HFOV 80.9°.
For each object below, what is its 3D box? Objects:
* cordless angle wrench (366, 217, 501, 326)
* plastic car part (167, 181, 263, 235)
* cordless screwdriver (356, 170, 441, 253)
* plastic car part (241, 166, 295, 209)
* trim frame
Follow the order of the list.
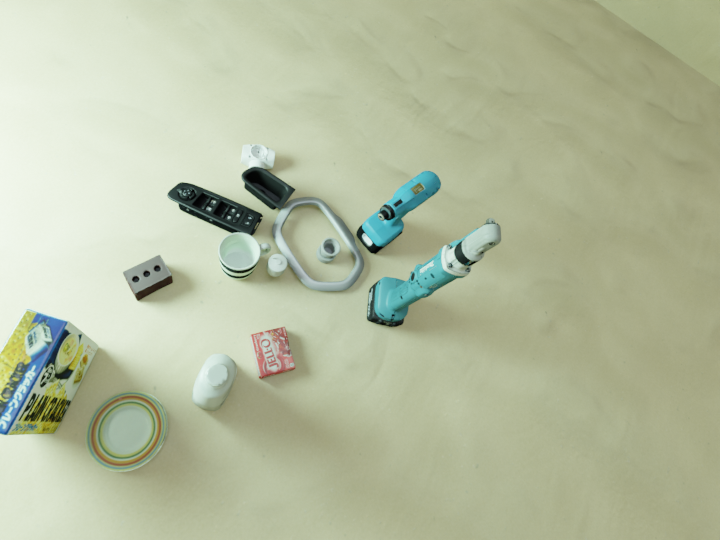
[{"bbox_3d":[0.121,0.016,0.787,0.072,0.425,0.100,14,67,-16],"label":"cordless angle wrench"},{"bbox_3d":[-0.319,-0.131,0.924,0.201,0.067,0.067,26,63,-5],"label":"plastic car part"},{"bbox_3d":[0.060,-0.111,0.922,0.156,0.250,0.075,-37,86,-27],"label":"cordless screwdriver"},{"bbox_3d":[-0.220,-0.183,0.974,0.116,0.071,0.066,34,63,-2],"label":"plastic car part"},{"bbox_3d":[-0.096,-0.063,0.981,0.180,0.027,0.253,-31,79,-25],"label":"trim frame"}]
